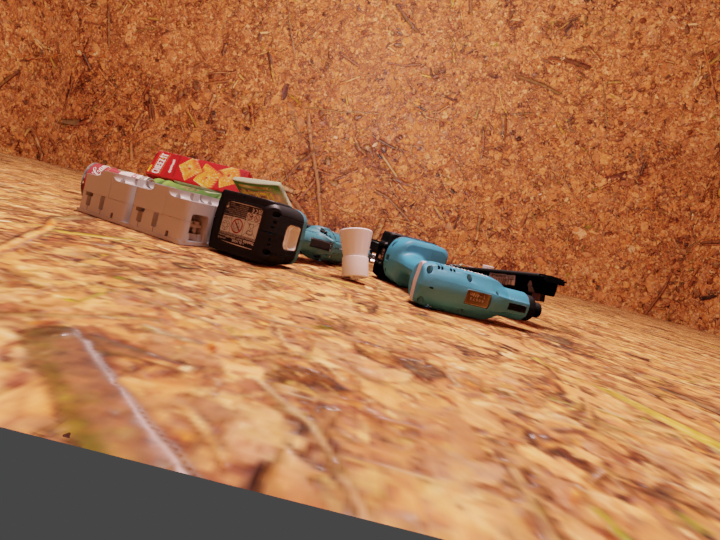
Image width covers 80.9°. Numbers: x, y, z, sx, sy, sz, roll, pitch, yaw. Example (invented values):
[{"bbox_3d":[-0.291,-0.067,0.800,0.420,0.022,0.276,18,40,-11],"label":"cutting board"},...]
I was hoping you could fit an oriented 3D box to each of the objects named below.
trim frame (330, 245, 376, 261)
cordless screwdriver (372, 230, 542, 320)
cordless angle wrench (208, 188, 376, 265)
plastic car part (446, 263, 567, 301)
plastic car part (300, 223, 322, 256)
[{"bbox_3d":[0.043,-0.020,0.947,0.252,0.027,0.183,13,6,5],"label":"trim frame"},{"bbox_3d":[0.115,0.008,0.590,0.156,0.074,0.255,13,9,-13],"label":"cordless screwdriver"},{"bbox_3d":[-0.066,-0.043,0.670,0.102,0.074,0.406,16,3,22],"label":"cordless angle wrench"},{"bbox_3d":[0.192,0.023,0.640,0.063,0.067,0.213,3,7,-36],"label":"plastic car part"},{"bbox_3d":[-0.116,-0.069,0.792,0.118,0.071,0.065,18,3,7],"label":"plastic car part"}]
